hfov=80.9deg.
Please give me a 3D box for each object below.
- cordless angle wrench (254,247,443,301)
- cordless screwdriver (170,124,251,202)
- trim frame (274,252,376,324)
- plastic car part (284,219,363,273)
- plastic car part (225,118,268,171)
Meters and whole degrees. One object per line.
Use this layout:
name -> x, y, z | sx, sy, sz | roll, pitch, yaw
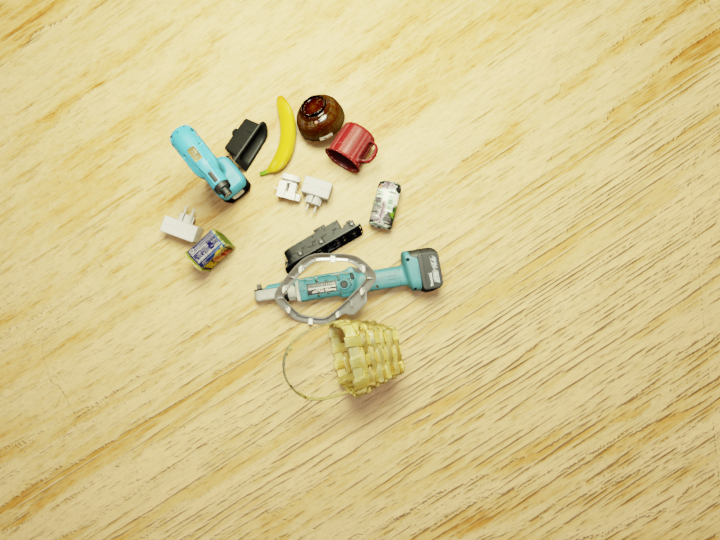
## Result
cordless angle wrench -> -0.035, 0.028, 0.965 | 0.426, 0.074, 0.098 | -9, 89, 4
cordless screwdriver -> -0.295, -0.197, 0.893 | 0.074, 0.246, 0.161 | -39, 86, -2
trim frame -> -0.077, 0.046, 0.908 | 0.177, 0.028, 0.250 | 26, 129, -23
plastic car part -> -0.095, -0.062, 0.973 | 0.203, 0.065, 0.068 | -34, 80, 0
plastic car part -> -0.275, -0.306, 0.997 | 0.073, 0.064, 0.116 | 28, 86, 15
